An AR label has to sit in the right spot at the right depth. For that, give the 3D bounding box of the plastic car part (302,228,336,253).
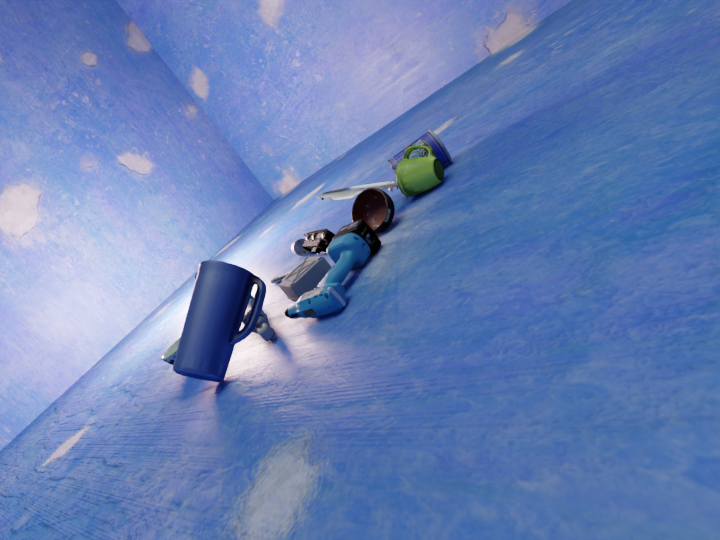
[{"bbox_3d":[-0.120,-0.079,1.231,0.211,0.064,0.067,12,77,65],"label":"plastic car part"}]

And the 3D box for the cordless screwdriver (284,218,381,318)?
[{"bbox_3d":[-0.062,0.004,0.901,0.164,0.072,0.249,-22,28,42],"label":"cordless screwdriver"}]

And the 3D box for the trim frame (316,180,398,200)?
[{"bbox_3d":[-0.004,-0.216,1.154,0.260,0.027,0.179,1,17,32],"label":"trim frame"}]

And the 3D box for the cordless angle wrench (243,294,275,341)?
[{"bbox_3d":[-0.285,0.101,1.064,0.074,0.094,0.440,-45,23,-13],"label":"cordless angle wrench"}]
